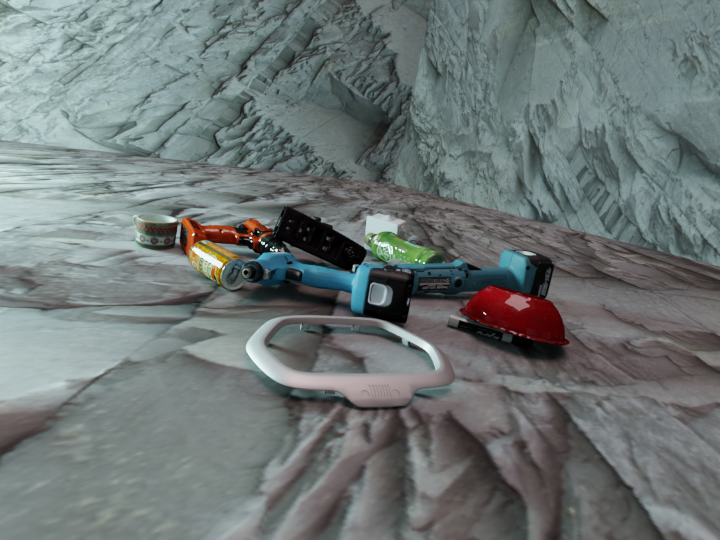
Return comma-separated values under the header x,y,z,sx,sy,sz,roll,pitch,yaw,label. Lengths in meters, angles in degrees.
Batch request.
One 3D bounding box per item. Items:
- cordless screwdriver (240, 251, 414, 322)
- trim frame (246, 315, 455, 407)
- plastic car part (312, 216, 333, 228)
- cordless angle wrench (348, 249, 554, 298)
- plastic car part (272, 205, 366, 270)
x,y,z,sx,sy,sz,roll,pitch,yaw,label
-0.048,0.017,0.637,0.256,0.074,0.155,11,5,15,cordless screwdriver
-0.011,0.097,0.499,0.240,0.027,0.192,5,15,-21,trim frame
-0.117,-0.094,1.015,0.112,0.070,0.069,0,19,-24,plastic car part
0.171,0.014,0.800,0.410,0.096,0.078,-1,18,-20,cordless angle wrench
-0.084,-0.055,0.857,0.196,0.067,0.069,24,-18,-18,plastic car part
